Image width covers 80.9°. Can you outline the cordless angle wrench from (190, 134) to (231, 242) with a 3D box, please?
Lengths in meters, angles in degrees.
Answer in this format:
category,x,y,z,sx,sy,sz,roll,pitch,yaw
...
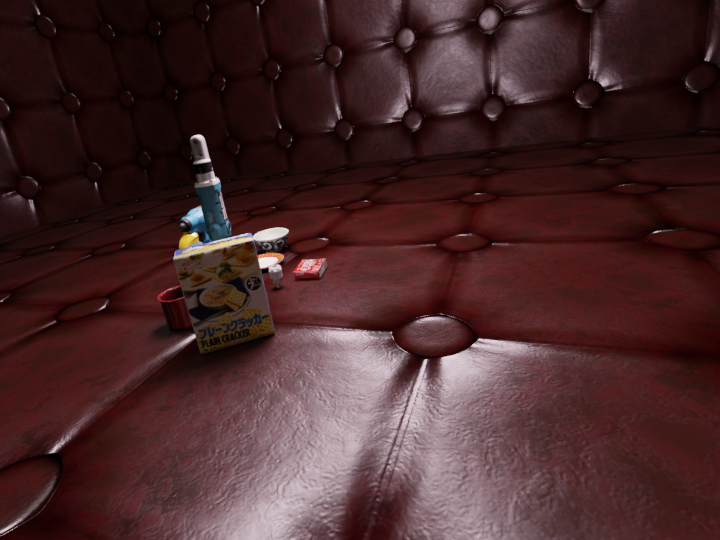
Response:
category,x,y,z,sx,sy,sz,roll,pitch,yaw
cordless angle wrench,-0.327,-0.097,0.976,0.075,0.413,0.099,-7,18,4

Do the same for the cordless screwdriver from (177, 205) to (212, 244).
category,x,y,z,sx,sy,sz,roll,pitch,yaw
cordless screwdriver,-0.396,-0.041,1.095,0.076,0.243,0.159,-4,20,14
